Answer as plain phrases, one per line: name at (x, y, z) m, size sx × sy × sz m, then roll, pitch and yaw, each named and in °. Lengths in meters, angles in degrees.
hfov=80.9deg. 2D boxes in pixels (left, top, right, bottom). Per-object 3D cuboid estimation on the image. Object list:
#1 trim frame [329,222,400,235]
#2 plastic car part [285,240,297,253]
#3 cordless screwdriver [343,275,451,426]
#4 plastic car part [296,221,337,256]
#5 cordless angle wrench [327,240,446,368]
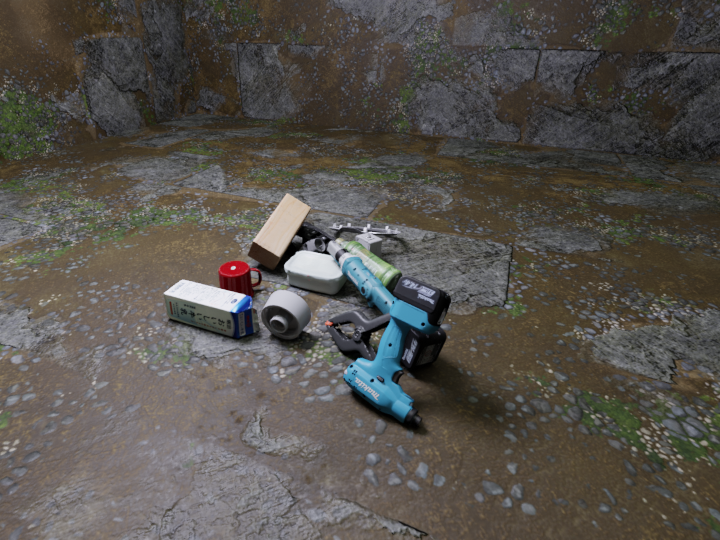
trim frame at (0.015, -0.136, 1.382) m, size 0.262 × 0.027 × 0.176 m, roll 13°, pitch 15°, yaw 38°
plastic car part at (-0.262, -0.093, 1.327) m, size 0.114 × 0.069 × 0.069 m, roll -6°, pitch 28°, yaw -18°
cordless screwdriver at (0.088, 0.144, 0.776) m, size 0.167 × 0.248 × 0.071 m, roll 30°, pitch 4°, yaw 28°
plastic car part at (-0.128, -0.084, 1.312) m, size 0.064 × 0.065 × 0.215 m, roll -22°, pitch 38°, yaw -40°
cordless angle wrench at (0.028, 0.047, 1.003) m, size 0.071 × 0.096 × 0.447 m, roll -5°, pitch 36°, yaw -33°
